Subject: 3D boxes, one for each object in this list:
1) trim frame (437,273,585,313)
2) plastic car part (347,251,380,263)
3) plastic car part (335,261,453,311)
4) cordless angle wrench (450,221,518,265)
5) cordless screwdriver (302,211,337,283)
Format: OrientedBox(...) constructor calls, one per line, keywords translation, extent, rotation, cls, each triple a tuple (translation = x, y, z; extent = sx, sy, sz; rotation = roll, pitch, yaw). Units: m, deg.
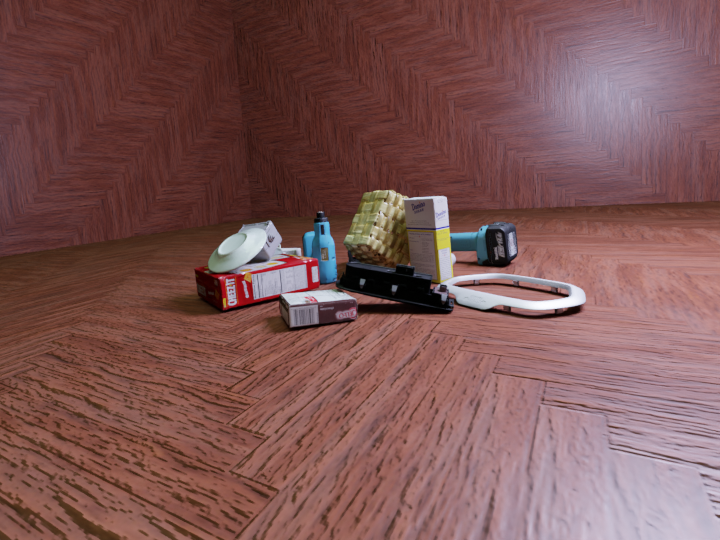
OrientedBox(translation=(0.252, 0.036, 0.730), extent=(0.177, 0.027, 0.261), rotation=(-11, 15, -33), cls="trim frame")
OrientedBox(translation=(0.014, -0.045, 1.157), extent=(0.114, 0.066, 0.072), rotation=(-4, -5, -15), cls="plastic car part")
OrientedBox(translation=(0.054, 0.022, 0.716), extent=(0.209, 0.066, 0.065), rotation=(6, 18, 16), cls="plastic car part")
OrientedBox(translation=(0.183, -0.067, 1.120), extent=(0.444, 0.097, 0.072), rotation=(1, 13, 41), cls="cordless angle wrench")
OrientedBox(translation=(-0.102, -0.067, 1.045), extent=(0.073, 0.158, 0.254), rotation=(-5, 8, -9), cls="cordless screwdriver")
